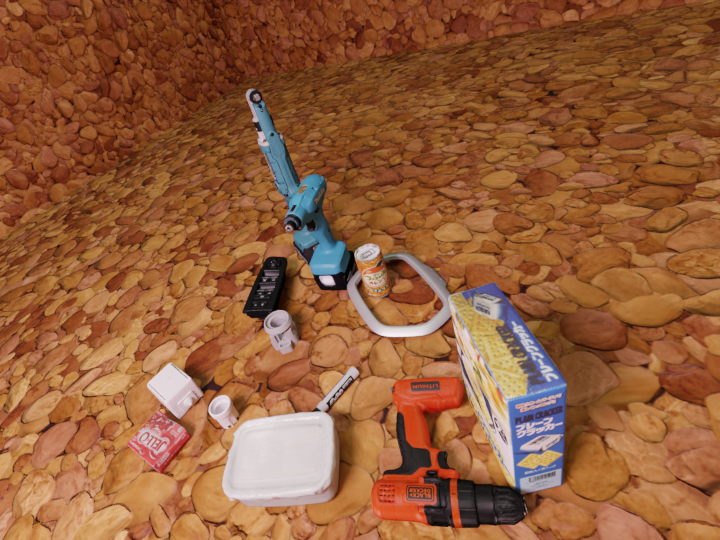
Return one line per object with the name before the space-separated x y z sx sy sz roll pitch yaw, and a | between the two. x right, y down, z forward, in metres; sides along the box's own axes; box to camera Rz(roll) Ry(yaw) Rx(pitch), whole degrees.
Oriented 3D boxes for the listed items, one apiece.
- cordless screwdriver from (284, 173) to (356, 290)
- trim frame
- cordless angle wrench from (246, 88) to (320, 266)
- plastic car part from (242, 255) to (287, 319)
cordless screwdriver | -0.085 -0.056 0.869 0.077 0.238 0.161 -2 40 21
trim frame | 0.077 0.043 0.846 0.183 0.026 0.262 -27 38 -7
cordless angle wrench | -0.161 -0.196 0.939 0.073 0.405 0.103 -29 37 -15
plastic car part | -0.201 0.041 0.949 0.067 0.064 0.208 -11 38 12
